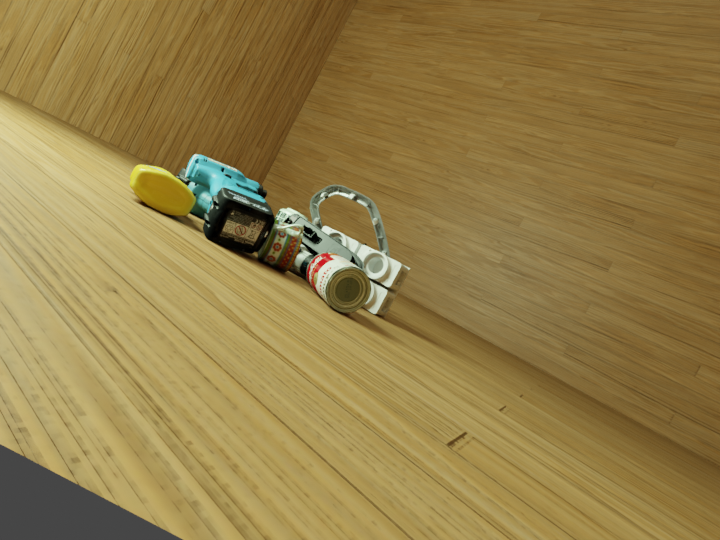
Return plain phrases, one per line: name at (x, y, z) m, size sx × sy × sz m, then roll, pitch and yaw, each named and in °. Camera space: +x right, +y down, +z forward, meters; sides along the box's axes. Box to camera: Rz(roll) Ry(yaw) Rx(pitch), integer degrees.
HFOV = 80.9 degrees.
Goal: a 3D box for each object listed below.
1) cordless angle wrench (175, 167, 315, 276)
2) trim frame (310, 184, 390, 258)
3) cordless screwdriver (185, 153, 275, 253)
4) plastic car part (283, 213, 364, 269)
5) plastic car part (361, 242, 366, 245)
cordless angle wrench at (-0.203, -0.075, 0.816) m, size 0.442 × 0.074 × 0.094 m, roll 31°, pitch 1°, yaw 24°
trim frame at (-0.029, -0.065, 0.910) m, size 0.193 × 0.241 × 0.027 m, roll 0°, pitch 26°, yaw 34°
cordless screwdriver at (-0.208, -0.120, 0.733) m, size 0.151 × 0.074 × 0.262 m, roll 17°, pitch 21°, yaw -35°
plastic car part at (-0.079, -0.051, 0.804) m, size 0.212 × 0.066 × 0.065 m, roll 36°, pitch -23°, yaw 24°
plastic car part at (-0.036, -0.011, 0.989) m, size 0.120 × 0.071 × 0.063 m, roll -24°, pitch -4°, yaw 37°
